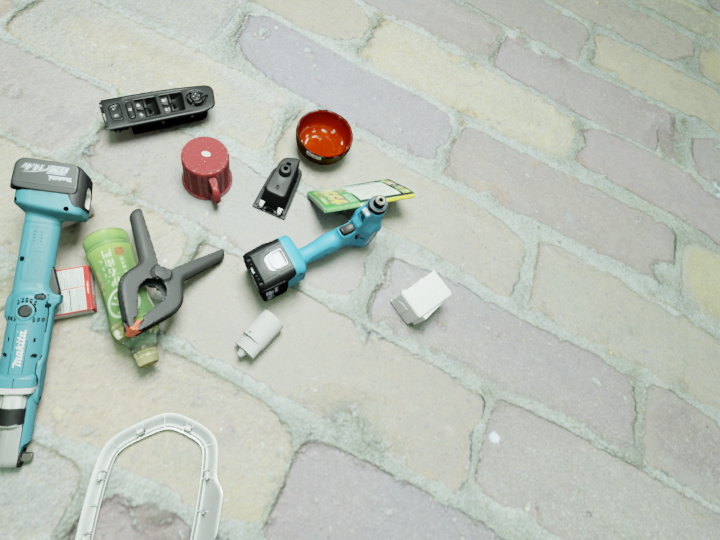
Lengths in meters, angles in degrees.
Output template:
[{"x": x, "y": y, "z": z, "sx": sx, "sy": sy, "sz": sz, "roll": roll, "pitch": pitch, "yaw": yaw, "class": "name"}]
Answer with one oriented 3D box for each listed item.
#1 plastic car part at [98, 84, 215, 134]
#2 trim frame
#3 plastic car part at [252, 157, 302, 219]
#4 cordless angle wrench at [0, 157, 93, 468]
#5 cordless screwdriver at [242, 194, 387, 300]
[{"x": -0.370, "y": -0.296, "z": 0.793, "sx": 0.199, "sy": 0.066, "sz": 0.068, "roll": -21, "pitch": 69, "yaw": -15, "class": "plastic car part"}, {"x": -0.287, "y": 0.330, "z": 0.585, "sx": 0.181, "sy": 0.027, "sz": 0.253, "roll": 8, "pitch": 65, "yaw": -9, "class": "trim frame"}, {"x": -0.146, "y": -0.166, "z": 0.788, "sx": 0.065, "sy": 0.071, "sz": 0.117, "roll": 23, "pitch": 69, "yaw": -7, "class": "plastic car part"}, {"x": -0.466, "y": 0.056, "z": 0.602, "sx": 0.095, "sy": 0.076, "sz": 0.426, "roll": 6, "pitch": 81, "yaw": -20, "class": "cordless angle wrench"}, {"x": -0.069, "y": -0.045, "z": 0.707, "sx": 0.244, "sy": 0.159, "sz": 0.076, "roll": -27, "pitch": 80, "yaw": -19, "class": "cordless screwdriver"}]
